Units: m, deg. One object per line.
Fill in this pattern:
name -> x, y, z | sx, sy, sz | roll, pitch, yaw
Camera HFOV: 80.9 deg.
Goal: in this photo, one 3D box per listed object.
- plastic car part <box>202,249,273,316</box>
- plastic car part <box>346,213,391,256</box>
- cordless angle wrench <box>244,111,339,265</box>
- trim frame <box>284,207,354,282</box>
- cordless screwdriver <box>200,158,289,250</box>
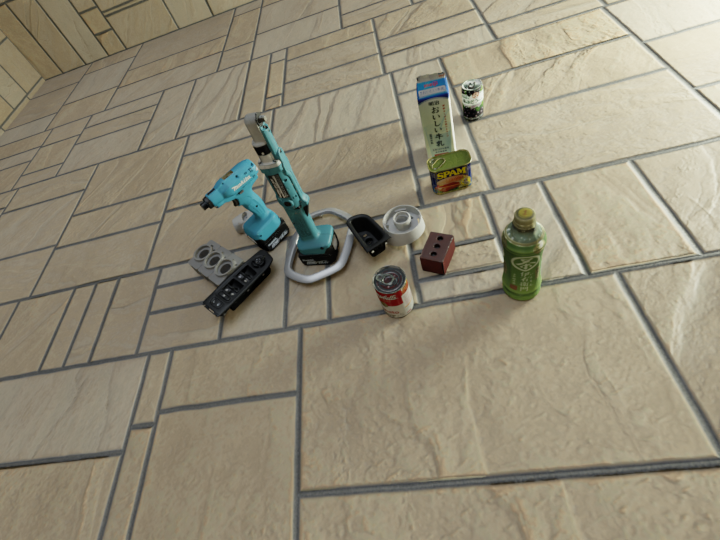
plastic car part -> -0.287, 0.036, 1.042 | 0.070, 0.064, 0.202 | 25, 66, 34
plastic car part -> 0.020, -0.078, 1.005 | 0.066, 0.067, 0.123 | -32, 49, -6
cordless angle wrench -> -0.150, -0.162, 0.916 | 0.101, 0.402, 0.076 | -2, 53, 17
trim frame -> -0.105, -0.069, 1.075 | 0.190, 0.026, 0.253 | -2, 54, 21
cordless screwdriver -> -0.288, -0.143, 1.066 | 0.079, 0.236, 0.158 | 33, 70, 36
